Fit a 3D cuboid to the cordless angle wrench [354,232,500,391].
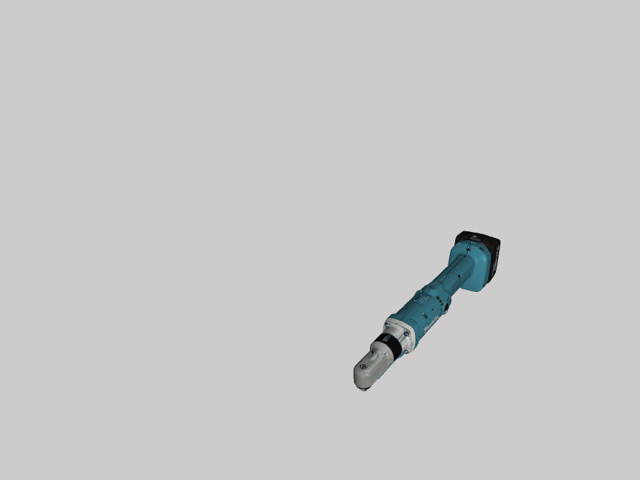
[{"bbox_3d":[0.183,0.103,0.698,0.074,0.098,0.421,18,34,36],"label":"cordless angle wrench"}]
